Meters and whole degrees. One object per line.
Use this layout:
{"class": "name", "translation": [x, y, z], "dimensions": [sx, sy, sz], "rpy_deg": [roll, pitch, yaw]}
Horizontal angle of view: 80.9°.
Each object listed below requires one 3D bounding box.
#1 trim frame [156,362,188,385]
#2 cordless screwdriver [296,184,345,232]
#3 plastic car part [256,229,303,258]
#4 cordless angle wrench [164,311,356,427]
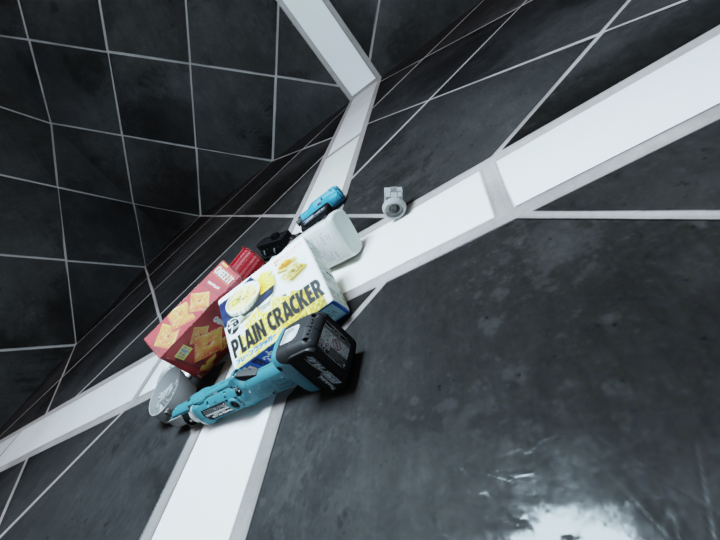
{"class": "trim frame", "translation": [-0.412, 0.201, 1.040], "dimensions": [0.191, 0.026, 0.248], "rpy_deg": [-18, 32, 43]}
{"class": "cordless screwdriver", "translation": [-0.114, -0.135, 1.112], "dimensions": [0.161, 0.072, 0.254], "rpy_deg": [-35, 21, 14]}
{"class": "plastic car part", "translation": [-0.237, -0.074, 1.205], "dimensions": [0.210, 0.064, 0.066], "rpy_deg": [-14, 41, 50]}
{"class": "cordless angle wrench", "translation": [-0.191, 0.191, 0.677], "dimensions": [0.432, 0.095, 0.075], "rpy_deg": [-30, 24, 32]}
